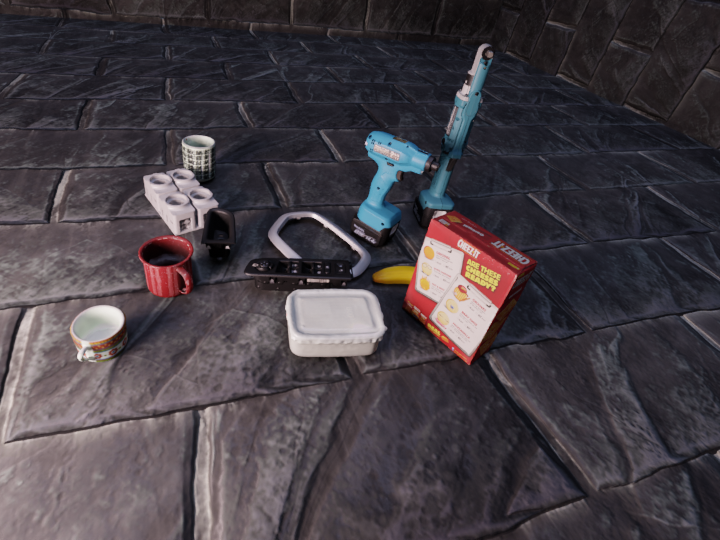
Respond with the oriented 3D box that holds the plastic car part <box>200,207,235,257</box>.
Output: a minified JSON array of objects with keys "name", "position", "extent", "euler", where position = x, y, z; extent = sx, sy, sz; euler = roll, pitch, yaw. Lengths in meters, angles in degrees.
[{"name":"plastic car part","position":[-0.290,-0.070,0.874],"extent":[0.065,0.069,0.121],"euler":[0,40,-14]}]

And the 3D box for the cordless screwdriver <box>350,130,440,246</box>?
[{"name":"cordless screwdriver","position":[0.069,-0.164,0.919],"extent":[0.166,0.243,0.073],"euler":[31,41,22]}]

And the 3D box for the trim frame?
[{"name":"trim frame","position":[-0.091,-0.060,0.933],"extent":[0.179,0.027,0.262],"euler":[-27,51,-36]}]

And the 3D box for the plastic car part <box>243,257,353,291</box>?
[{"name":"plastic car part","position":[-0.120,0.010,0.810],"extent":[0.201,0.065,0.068],"euler":[6,39,-4]}]

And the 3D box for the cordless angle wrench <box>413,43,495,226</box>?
[{"name":"cordless angle wrench","position":[0.215,-0.291,0.966],"extent":[0.073,0.414,0.102],"euler":[4,39,-11]}]
